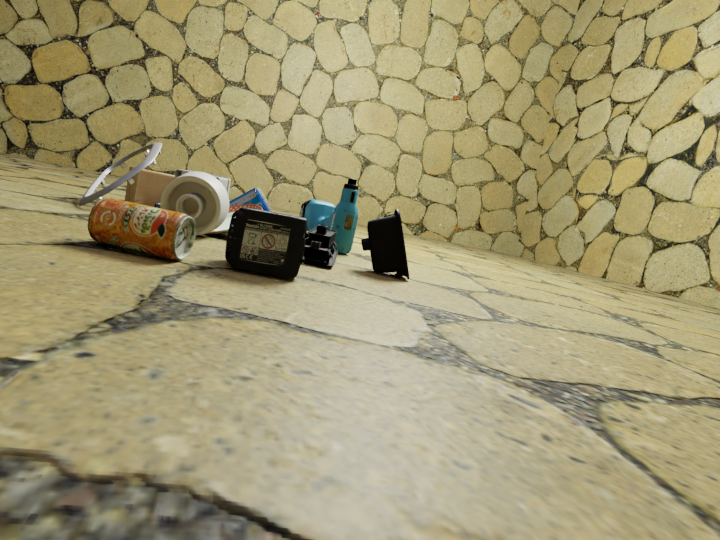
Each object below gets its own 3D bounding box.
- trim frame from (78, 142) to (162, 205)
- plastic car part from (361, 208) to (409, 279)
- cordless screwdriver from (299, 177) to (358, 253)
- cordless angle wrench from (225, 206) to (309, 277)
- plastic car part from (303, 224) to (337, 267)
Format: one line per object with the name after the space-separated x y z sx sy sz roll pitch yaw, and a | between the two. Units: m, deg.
-0.489 -0.200 0.866 0.184 0.026 0.260 -29 36 1 | trim frame
0.039 -0.042 0.721 0.071 0.115 0.067 -12 7 -2 | plastic car part
-0.072 -0.134 0.989 0.072 0.158 0.259 9 6 -25 | cordless screwdriver
-0.147 -0.061 0.702 0.096 0.074 0.431 10 6 -11 | cordless angle wrench
-0.073 -0.048 0.750 0.067 0.067 0.202 4 5 1 | plastic car part
